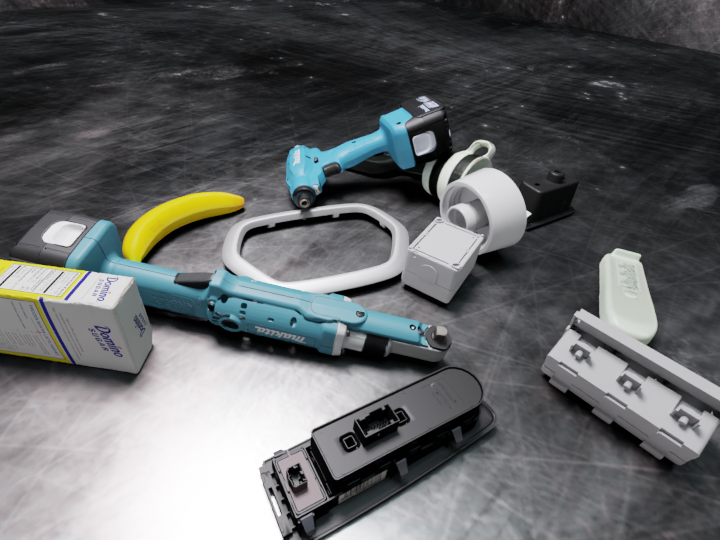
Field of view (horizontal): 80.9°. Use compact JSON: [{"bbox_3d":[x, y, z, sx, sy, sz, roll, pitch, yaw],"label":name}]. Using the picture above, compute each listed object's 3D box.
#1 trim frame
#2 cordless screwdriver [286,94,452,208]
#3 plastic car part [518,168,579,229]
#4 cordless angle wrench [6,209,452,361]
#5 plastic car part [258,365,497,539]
[{"bbox_3d":[-0.054,-0.035,0.549,0.243,0.027,0.194,-13,43,-16],"label":"trim frame"},{"bbox_3d":[0.008,-0.169,0.625,0.251,0.071,0.165,-18,36,7],"label":"cordless screwdriver"},{"bbox_3d":[0.276,-0.115,0.632,0.114,0.069,0.069,-18,46,-21],"label":"plastic car part"},{"bbox_3d":[-0.124,0.031,0.424,0.426,0.095,0.075,12,48,4],"label":"cordless angle wrench"},{"bbox_3d":[0.023,0.127,0.336,0.197,0.065,0.070,-15,37,-25],"label":"plastic car part"}]
